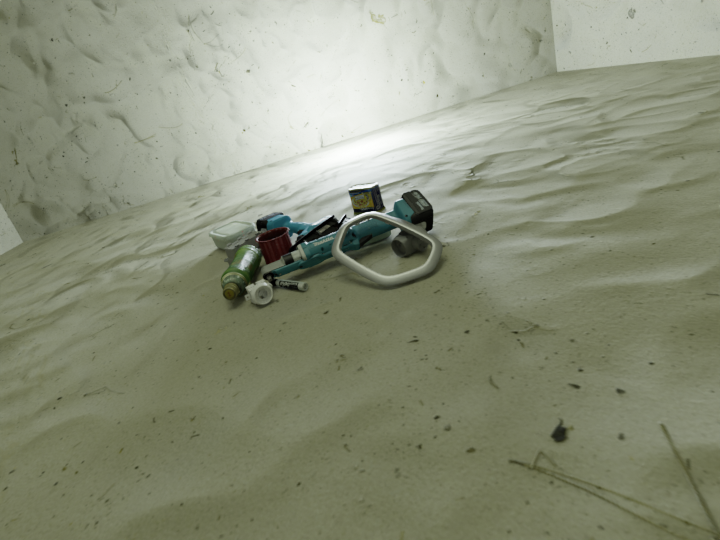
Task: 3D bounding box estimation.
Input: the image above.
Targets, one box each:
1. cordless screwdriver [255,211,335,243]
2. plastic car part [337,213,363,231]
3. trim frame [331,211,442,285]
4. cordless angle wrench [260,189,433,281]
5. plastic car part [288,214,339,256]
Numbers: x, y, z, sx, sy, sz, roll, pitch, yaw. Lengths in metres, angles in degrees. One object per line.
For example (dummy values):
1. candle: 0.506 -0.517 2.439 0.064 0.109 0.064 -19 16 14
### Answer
1. cordless screwdriver: -0.206 -0.114 1.229 0.261 0.072 0.156 6 28 36
2. plastic car part: -0.018 -0.113 1.132 0.073 0.064 0.116 5 25 12
3. trim frame: 0.051 -0.052 0.894 0.263 0.026 0.182 28 61 39
4. cordless angle wrench: -0.035 -0.071 0.999 0.420 0.071 0.103 -22 50 -6
5. plastic car part: -0.107 -0.070 1.098 0.070 0.064 0.199 27 43 26
